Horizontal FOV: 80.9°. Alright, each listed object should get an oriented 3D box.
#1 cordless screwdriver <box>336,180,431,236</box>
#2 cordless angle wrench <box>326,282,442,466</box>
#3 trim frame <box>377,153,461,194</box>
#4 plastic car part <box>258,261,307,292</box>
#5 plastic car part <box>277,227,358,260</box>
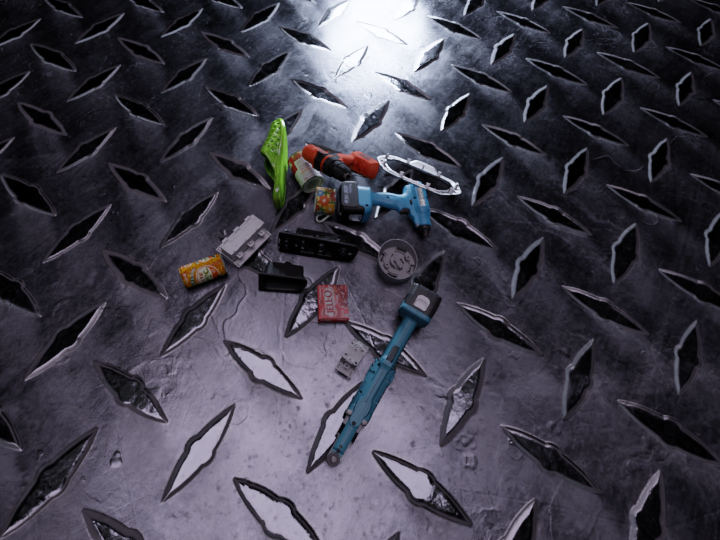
[{"bbox_3d":[0.064,-0.162,1.124,0.245,0.073,0.164,-2,62,-9],"label":"cordless screwdriver"},{"bbox_3d":[0.046,0.220,0.912,0.076,0.096,0.422,29,68,9],"label":"cordless angle wrench"},{"bbox_3d":[0.163,-0.269,1.174,0.255,0.027,0.182,24,30,11],"label":"trim frame"},{"bbox_3d":[-0.188,0.009,1.029,0.115,0.064,0.073,3,48,-6],"label":"plastic car part"},{"bbox_3d":[-0.105,-0.069,1.075,0.205,0.065,0.068,12,36,5],"label":"plastic car part"}]
